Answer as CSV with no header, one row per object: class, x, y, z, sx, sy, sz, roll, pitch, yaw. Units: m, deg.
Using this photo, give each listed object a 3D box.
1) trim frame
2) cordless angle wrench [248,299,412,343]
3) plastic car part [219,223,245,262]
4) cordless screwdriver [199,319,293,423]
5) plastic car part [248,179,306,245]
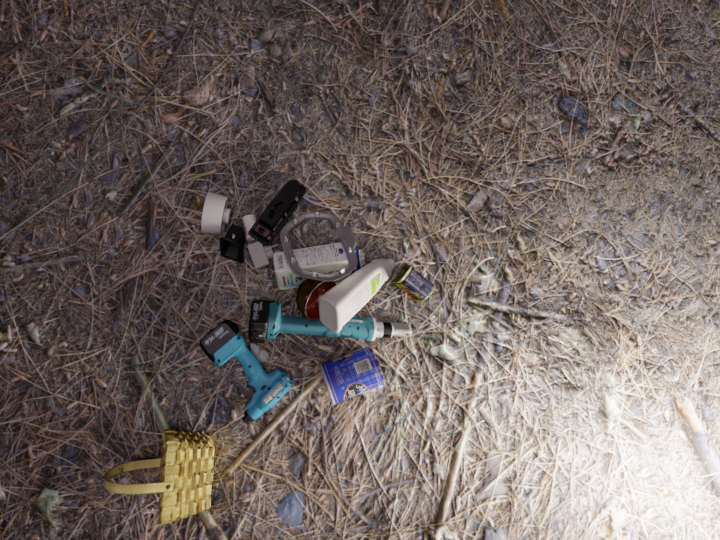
trim frame,-0.105,-0.069,1.075,0.181,0.027,0.261,-14,48,-12
cordless angle wrench,-0.073,0.143,1.090,0.418,0.101,0.073,5,128,-7
plastic car part,-0.325,-0.078,1.098,0.066,0.115,0.072,18,61,-5
cordless screwdriver,-0.308,0.255,1.076,0.159,0.075,0.248,-45,92,-6
plastic car part,-0.216,-0.166,1.112,0.068,0.066,0.203,28,65,8
